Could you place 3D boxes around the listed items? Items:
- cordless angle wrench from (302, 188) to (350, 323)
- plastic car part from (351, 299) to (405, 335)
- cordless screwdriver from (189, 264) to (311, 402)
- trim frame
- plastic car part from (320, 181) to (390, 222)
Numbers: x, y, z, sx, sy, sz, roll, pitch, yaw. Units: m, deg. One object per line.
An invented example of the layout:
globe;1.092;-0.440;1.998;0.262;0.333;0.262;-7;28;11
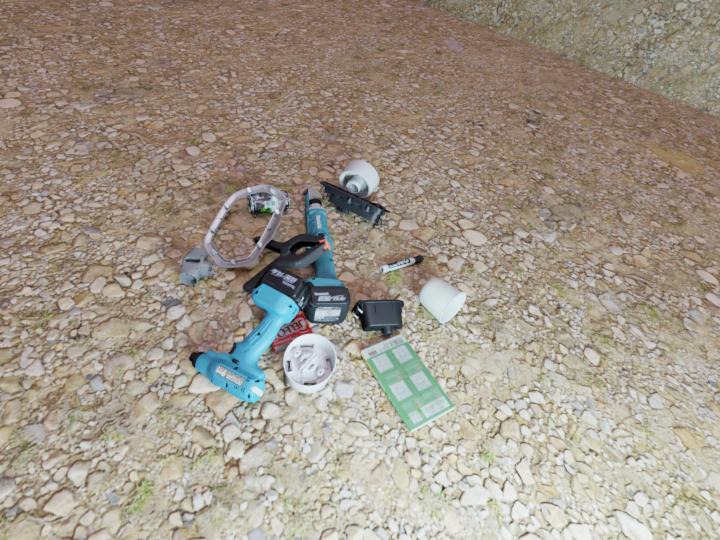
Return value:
cordless angle wrench;-0.101;-0.066;1.033;0.096;0.073;0.440;-1;46;-12
plastic car part;0.047;0.103;0.911;0.114;0.065;0.073;2;63;-13
cordless screwdriver;-0.211;0.108;0.819;0.166;0.071;0.249;18;66;21
trim frame;-0.279;-0.115;1.026;0.191;0.026;0.250;13;62;21
plastic car part;-0.020;-0.181;1.147;0.208;0.067;0.065;22;4;12
